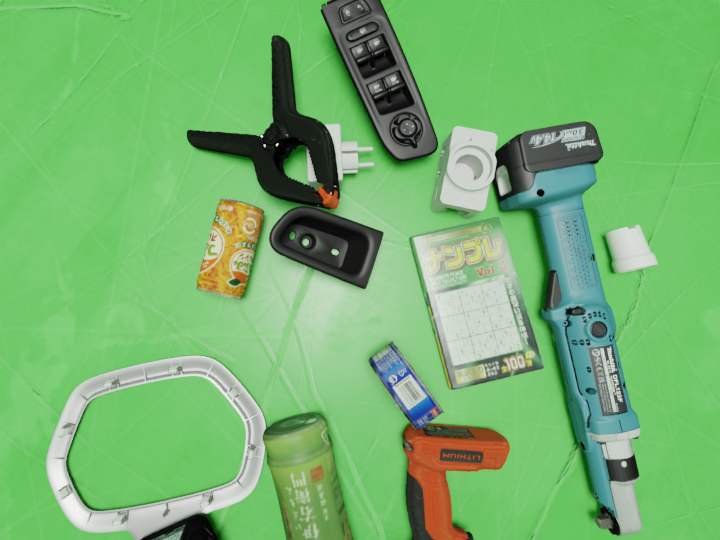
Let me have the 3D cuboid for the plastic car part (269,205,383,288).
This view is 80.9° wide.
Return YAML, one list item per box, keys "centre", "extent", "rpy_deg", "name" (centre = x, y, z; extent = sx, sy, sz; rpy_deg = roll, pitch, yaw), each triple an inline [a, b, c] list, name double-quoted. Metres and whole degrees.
- centre: [-0.046, -0.030, 0.468]
  extent: [0.114, 0.072, 0.066]
  rpy_deg: [20, 83, -14]
  name: "plastic car part"

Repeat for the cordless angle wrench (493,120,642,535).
- centre: [0.236, 0.059, 0.452]
  extent: [0.098, 0.074, 0.426]
  rpy_deg: [-10, 85, -1]
  name: "cordless angle wrench"

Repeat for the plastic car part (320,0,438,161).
- centre: [0.021, -0.216, 0.491]
  extent: [0.066, 0.067, 0.204]
  rpy_deg: [-25, 87, -11]
  name: "plastic car part"

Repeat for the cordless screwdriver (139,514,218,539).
- centre: [-0.164, 0.390, 0.411]
  extent: [0.159, 0.075, 0.248]
  rpy_deg: [-28, 92, -2]
  name: "cordless screwdriver"

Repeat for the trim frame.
- centre: [-0.227, 0.196, 0.468]
  extent: [0.248, 0.027, 0.186]
  rpy_deg: [-12, 83, -2]
  name: "trim frame"
